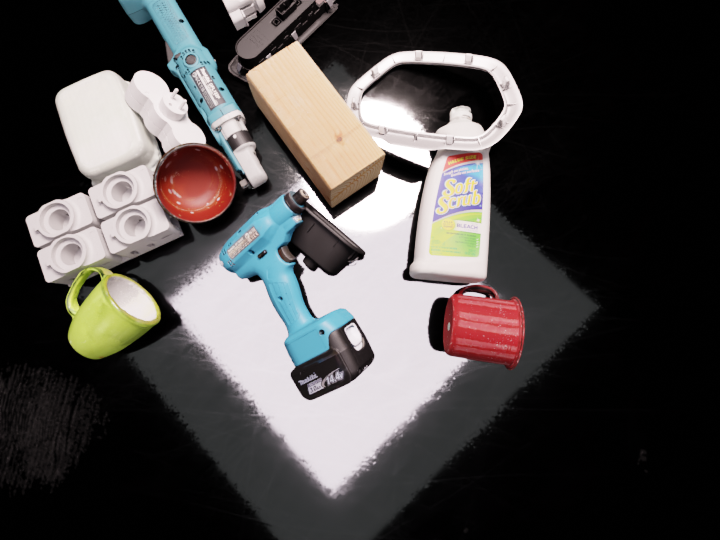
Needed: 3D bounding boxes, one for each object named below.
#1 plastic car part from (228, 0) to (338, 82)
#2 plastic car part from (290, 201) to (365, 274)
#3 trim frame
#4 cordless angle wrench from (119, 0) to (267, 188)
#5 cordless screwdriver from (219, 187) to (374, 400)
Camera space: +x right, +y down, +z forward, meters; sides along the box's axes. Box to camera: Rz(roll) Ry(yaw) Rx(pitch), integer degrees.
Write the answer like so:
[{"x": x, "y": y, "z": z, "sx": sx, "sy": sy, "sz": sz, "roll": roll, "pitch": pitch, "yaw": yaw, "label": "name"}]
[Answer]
[{"x": -0.123, "y": -0.376, "z": 0.658, "sx": 0.066, "sy": 0.067, "sz": 0.203, "roll": 43, "pitch": 88, "yaw": -1, "label": "plastic car part"}, {"x": -0.059, "y": -0.038, "z": 0.601, "sx": 0.118, "sy": 0.065, "sz": 0.071, "roll": 44, "pitch": 100, "yaw": 4, "label": "plastic car part"}, {"x": 0.098, "y": -0.247, "z": 0.607, "sx": 0.258, "sy": 0.026, "sz": 0.185, "roll": 16, "pitch": 73, "yaw": 20, "label": "trim frame"}, {"x": -0.255, "y": -0.310, "z": 0.650, "sx": 0.098, "sy": 0.073, "sz": 0.429, "roll": -31, "pitch": 83, "yaw": -3, "label": "cordless angle wrench"}, {"x": -0.072, "y": 0.027, "z": 0.551, "sx": 0.161, "sy": 0.072, "sz": 0.254, "roll": -39, "pitch": 78, "yaw": 26, "label": "cordless screwdriver"}]
